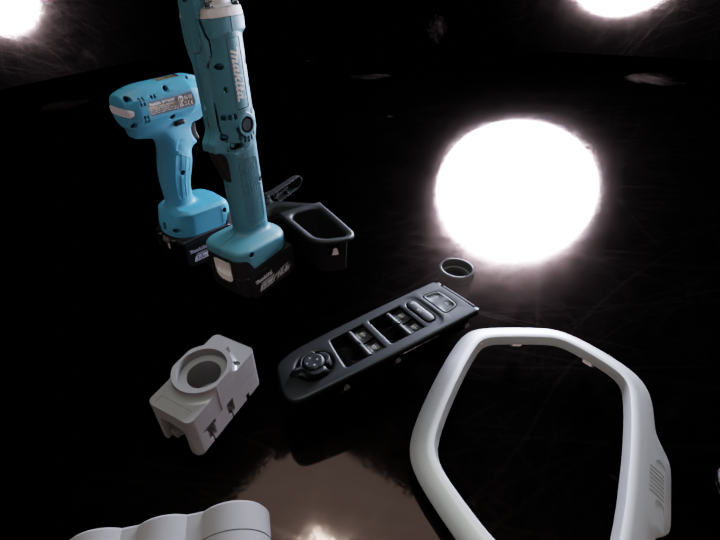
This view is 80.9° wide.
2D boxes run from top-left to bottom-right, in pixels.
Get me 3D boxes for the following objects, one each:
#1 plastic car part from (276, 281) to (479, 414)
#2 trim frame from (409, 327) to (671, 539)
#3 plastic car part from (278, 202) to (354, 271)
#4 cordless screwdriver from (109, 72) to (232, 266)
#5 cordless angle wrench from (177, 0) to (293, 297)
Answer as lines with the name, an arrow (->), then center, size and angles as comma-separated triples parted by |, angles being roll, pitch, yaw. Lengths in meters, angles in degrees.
plastic car part -> 0.014, 0.078, 0.411 | 0.198, 0.065, 0.070 | -20, 39, -21
trim frame -> 0.150, 0.135, 0.353 | 0.193, 0.027, 0.245 | 17, 41, 26
plastic car part -> -0.056, -0.037, 0.572 | 0.064, 0.069, 0.123 | -19, 39, -23
cordless screwdriver -> -0.227, -0.139, 0.582 | 0.078, 0.241, 0.156 | 24, 42, 31
cordless angle wrench -> -0.143, -0.160, 0.460 | 0.078, 0.410, 0.096 | 21, 40, 28
